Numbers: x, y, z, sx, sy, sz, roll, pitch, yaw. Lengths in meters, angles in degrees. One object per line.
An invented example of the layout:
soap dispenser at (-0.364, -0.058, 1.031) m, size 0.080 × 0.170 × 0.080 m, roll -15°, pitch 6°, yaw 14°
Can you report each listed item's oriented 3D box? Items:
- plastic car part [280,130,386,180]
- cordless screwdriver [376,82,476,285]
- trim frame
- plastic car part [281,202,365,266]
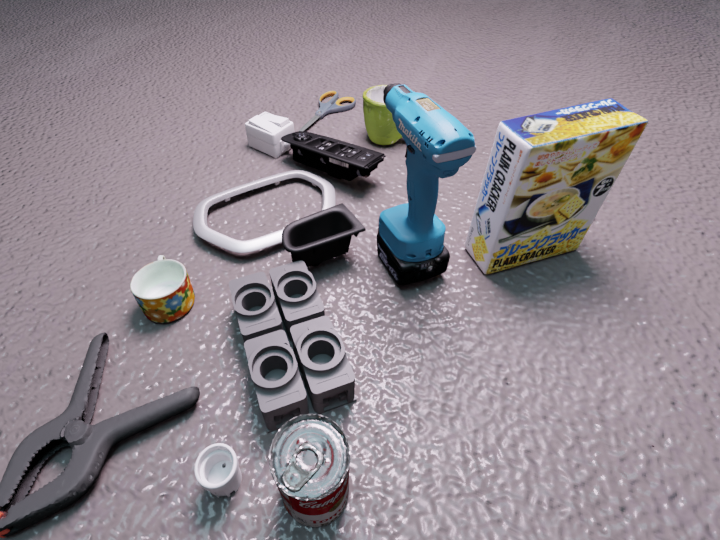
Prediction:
plastic car part at (-0.056, -0.209, 0.774) m, size 0.213 × 0.065 × 0.065 m, roll 29°, pitch 54°, yaw 26°
cordless screwdriver at (0.065, -0.108, 0.554) m, size 0.073 × 0.241 × 0.167 m, roll -15°, pitch 49°, yaw -15°
trim frame at (-0.157, -0.106, 0.710) m, size 0.244 × 0.026 × 0.194 m, roll -26°, pitch 51°, yaw -19°
plastic car part at (-0.060, -0.039, 0.614) m, size 0.114 × 0.068 × 0.069 m, roll -24°, pitch 51°, yaw -19°
